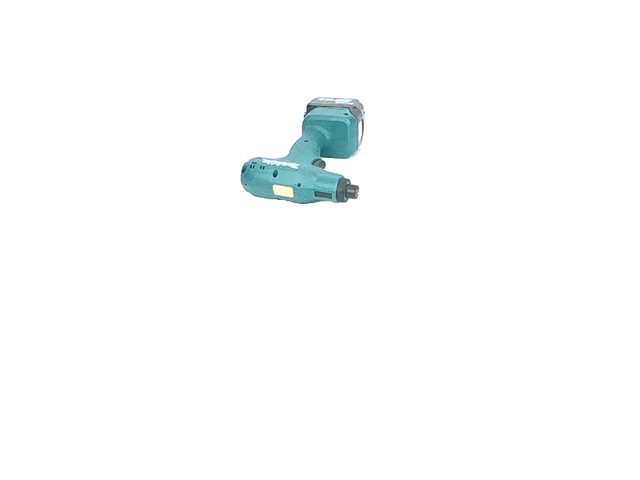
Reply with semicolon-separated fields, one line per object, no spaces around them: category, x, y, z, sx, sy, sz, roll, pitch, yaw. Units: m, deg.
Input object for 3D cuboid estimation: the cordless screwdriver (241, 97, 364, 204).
cordless screwdriver;0.011;-0.133;0.629;0.160;0.074;0.247;12;41;19
